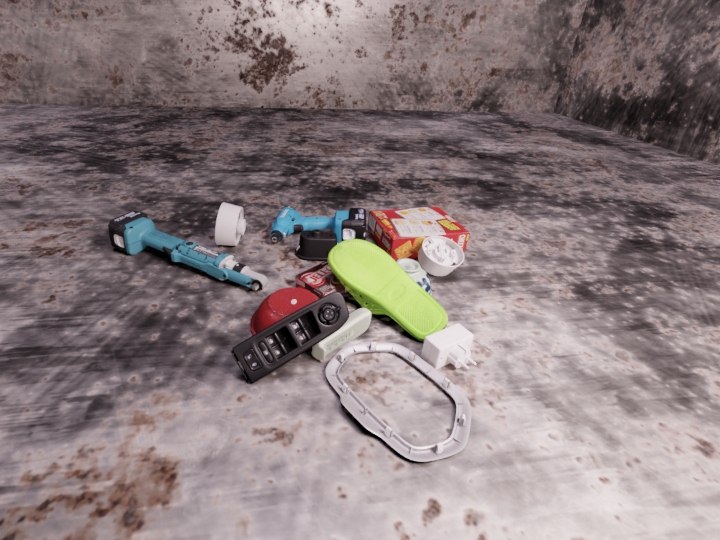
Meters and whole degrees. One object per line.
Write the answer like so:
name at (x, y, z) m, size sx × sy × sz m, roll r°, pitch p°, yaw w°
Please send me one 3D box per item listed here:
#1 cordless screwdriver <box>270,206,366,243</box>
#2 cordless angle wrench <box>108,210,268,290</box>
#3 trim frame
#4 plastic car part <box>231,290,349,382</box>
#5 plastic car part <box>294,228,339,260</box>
cordless screwdriver at (-0.110, -0.111, 1.113) m, size 0.253 × 0.072 × 0.161 m, roll 4°, pitch 31°, yaw 8°
cordless angle wrench at (-0.393, -0.038, 0.969) m, size 0.439 × 0.072 × 0.096 m, roll 19°, pitch 33°, yaw 20°
trim frame at (0.057, 0.190, 0.668) m, size 0.178 × 0.027 × 0.263 m, roll -21°, pitch 40°, yaw -33°
plastic car part at (-0.110, 0.106, 0.710) m, size 0.202 × 0.067 × 0.067 m, roll -30°, pitch -3°, yaw -5°
plastic car part at (-0.102, -0.066, 1.038) m, size 0.115 × 0.069 × 0.068 m, roll 3°, pitch 29°, yaw -8°
